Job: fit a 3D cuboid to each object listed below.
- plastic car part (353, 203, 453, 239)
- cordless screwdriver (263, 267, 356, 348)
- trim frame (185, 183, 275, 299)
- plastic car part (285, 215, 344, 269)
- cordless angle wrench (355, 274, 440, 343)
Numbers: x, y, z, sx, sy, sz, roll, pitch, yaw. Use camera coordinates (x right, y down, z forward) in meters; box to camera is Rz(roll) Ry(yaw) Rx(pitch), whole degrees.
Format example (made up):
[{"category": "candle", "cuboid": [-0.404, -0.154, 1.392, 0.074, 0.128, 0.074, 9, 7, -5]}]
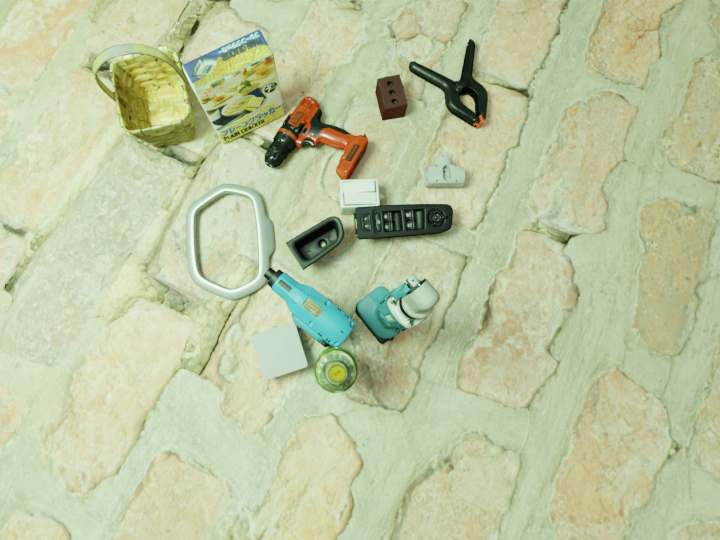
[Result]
[{"category": "plastic car part", "cuboid": [0.087, -0.098, 0.867, 0.203, 0.066, 0.067, -5, 79, 0]}, {"category": "cordless screwdriver", "cuboid": [-0.090, 0.066, 0.742, 0.161, 0.246, 0.074, 38, 80, 4]}, {"category": "trim frame", "cuboid": [-0.273, -0.063, 0.886, 0.184, 0.027, 0.252, -8, 78, -1]}, {"category": "plastic car part", "cuboid": [-0.084, -0.055, 0.859, 0.116, 0.070, 0.067, -33, 82, -7]}, {"category": "cordless angle wrench", "cuboid": [0.056, 0.060, 0.653, 0.074, 0.419, 0.099, -38, 85, -9]}]
